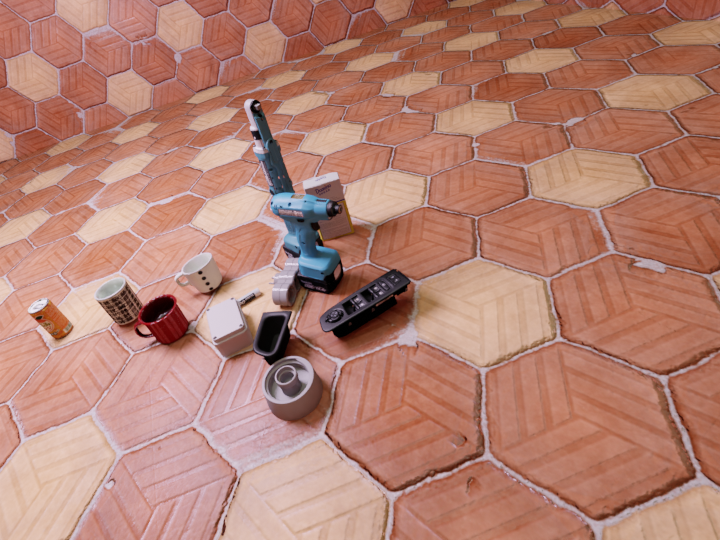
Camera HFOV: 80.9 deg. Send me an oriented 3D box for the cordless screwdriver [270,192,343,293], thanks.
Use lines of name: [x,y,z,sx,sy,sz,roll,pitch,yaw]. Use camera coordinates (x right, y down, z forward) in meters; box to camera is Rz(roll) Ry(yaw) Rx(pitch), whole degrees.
cordless screwdriver: [-0.090,-0.059,0.922,0.167,0.238,0.074,9,45,28]

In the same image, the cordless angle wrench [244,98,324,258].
cordless angle wrench: [-0.183,-0.192,0.980,0.073,0.405,0.104,-39,44,-27]

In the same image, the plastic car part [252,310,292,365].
plastic car part: [-0.173,0.146,0.853,0.067,0.068,0.119,-6,41,13]

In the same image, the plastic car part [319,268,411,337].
plastic car part: [0.008,0.074,0.869,0.201,0.064,0.070,-28,40,-11]
